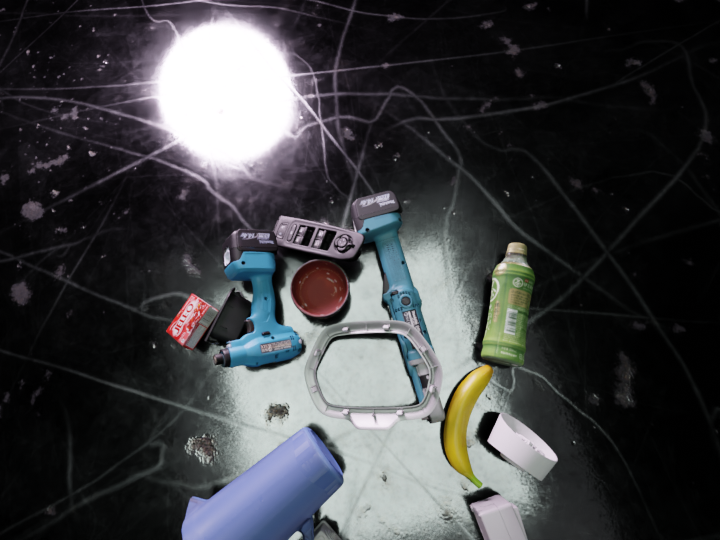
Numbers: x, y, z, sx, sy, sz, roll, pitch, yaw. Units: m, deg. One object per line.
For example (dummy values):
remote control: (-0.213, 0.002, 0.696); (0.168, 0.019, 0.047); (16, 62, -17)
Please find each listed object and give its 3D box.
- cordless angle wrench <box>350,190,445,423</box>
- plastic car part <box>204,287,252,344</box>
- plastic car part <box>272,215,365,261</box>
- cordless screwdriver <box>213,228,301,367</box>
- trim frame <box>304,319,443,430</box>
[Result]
cordless angle wrench: (0.079, 0.060, 0.787); (0.098, 0.072, 0.433); (-15, 73, -1)
plastic car part: (-0.243, 0.097, 0.815); (0.070, 0.066, 0.117); (27, 72, -5)
plastic car part: (-0.081, -0.053, 0.828); (0.213, 0.063, 0.066); (12, 66, 33)
cordless screwdriver: (-0.208, 0.050, 0.779); (0.152, 0.076, 0.254); (-5, 71, -34)
trim frame: (0.016, 0.182, 0.744); (0.255, 0.026, 0.186); (-5, 81, 16)
